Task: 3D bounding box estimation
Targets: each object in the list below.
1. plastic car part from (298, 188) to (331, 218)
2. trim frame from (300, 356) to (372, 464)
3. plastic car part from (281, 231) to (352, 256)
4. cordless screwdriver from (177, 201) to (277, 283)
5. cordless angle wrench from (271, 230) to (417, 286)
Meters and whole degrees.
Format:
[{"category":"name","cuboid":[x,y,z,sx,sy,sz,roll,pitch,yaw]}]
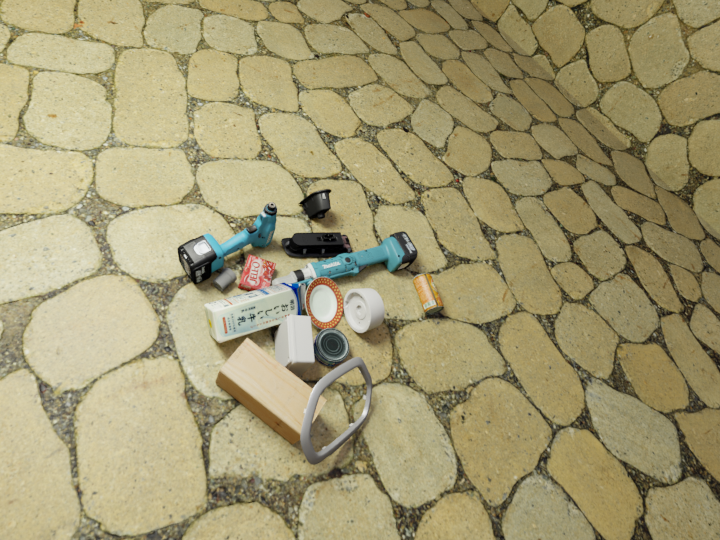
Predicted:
[{"category":"plastic car part","cuboid":[-0.120,-0.180,1.195,0.064,0.120,0.071,-10,87,-30]},{"category":"trim frame","cuboid":[-0.043,0.282,0.864,0.029,0.182,0.240,3,13,33]},{"category":"plastic car part","cuboid":[-0.112,-0.074,1.149,0.197,0.067,0.068,-4,68,-21]},{"category":"cordless screwdriver","cuboid":[-0.306,-0.075,1.009,0.243,0.159,0.076,-31,76,-34]},{"category":"cordless angle wrench","cuboid":[-0.040,-0.014,1.130,0.410,0.074,0.101,-16,66,-27]}]
